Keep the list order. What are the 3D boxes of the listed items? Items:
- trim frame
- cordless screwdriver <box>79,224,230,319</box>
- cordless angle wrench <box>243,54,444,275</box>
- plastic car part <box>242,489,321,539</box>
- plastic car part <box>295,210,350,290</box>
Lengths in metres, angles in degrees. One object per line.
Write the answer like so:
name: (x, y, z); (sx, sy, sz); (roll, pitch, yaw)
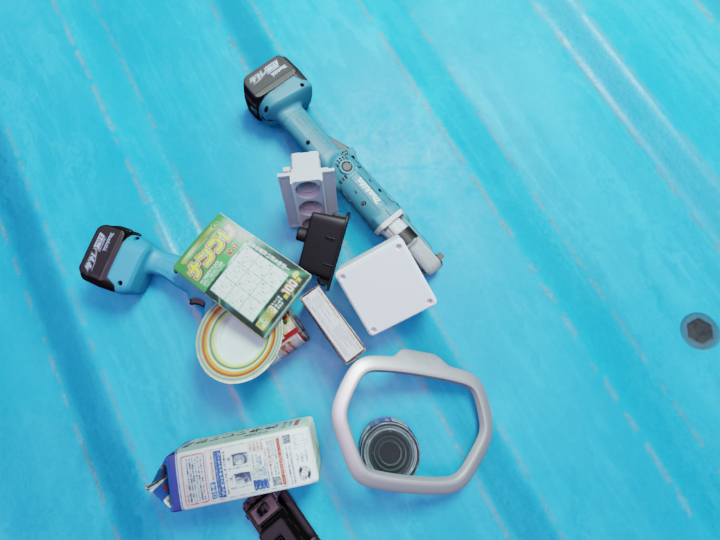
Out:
trim frame: (0.076, 0.205, 0.583); (0.243, 0.028, 0.186); (11, 76, -13)
cordless screwdriver: (-0.299, 0.028, 0.653); (0.250, 0.074, 0.160); (15, 81, 2)
cordless angle wrench: (-0.025, -0.158, 0.674); (0.097, 0.074, 0.429); (-39, 83, -12)
plastic car part: (-0.081, 0.395, 0.577); (0.066, 0.066, 0.206); (-37, 83, -12)
plastic car part: (-0.061, -0.040, 0.626); (0.071, 0.067, 0.115); (12, 109, -3)
